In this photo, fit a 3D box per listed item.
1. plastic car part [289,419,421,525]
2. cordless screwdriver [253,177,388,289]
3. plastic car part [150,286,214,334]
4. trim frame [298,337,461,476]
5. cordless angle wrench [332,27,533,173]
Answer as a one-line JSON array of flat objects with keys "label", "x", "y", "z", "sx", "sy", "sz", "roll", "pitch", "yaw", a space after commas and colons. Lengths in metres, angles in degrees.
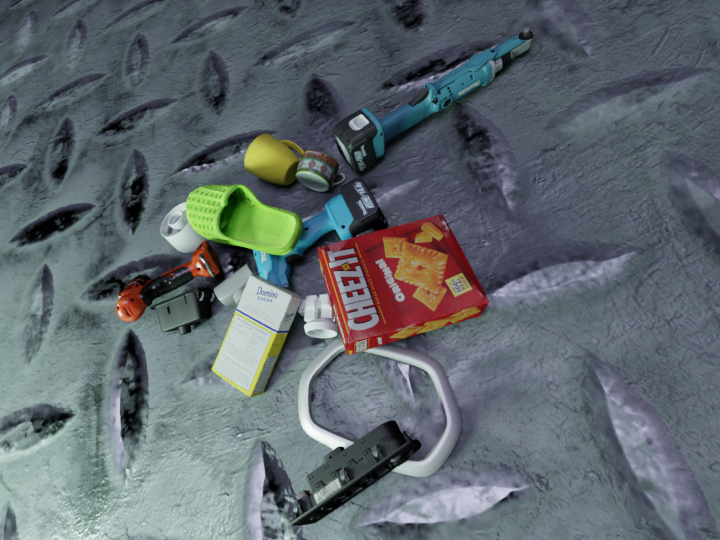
[{"label": "plastic car part", "x": -0.008, "y": 0.269, "z": 0.574, "sx": 0.204, "sy": 0.062, "sz": 0.070, "roll": -35, "pitch": 46, "yaw": 11}, {"label": "cordless screwdriver", "x": -0.074, "y": -0.048, "z": 0.754, "sx": 0.252, "sy": 0.071, "sz": 0.165, "roll": -24, "pitch": 63, "yaw": 11}, {"label": "plastic car part", "x": -0.328, "y": 0.082, "z": 0.792, "sx": 0.118, "sy": 0.064, "sz": 0.072, "roll": -23, "pitch": 76, "yaw": 10}, {"label": "trim frame", "x": 0.021, "y": 0.198, "z": 0.631, "sx": 0.258, "sy": 0.026, "sz": 0.186, "roll": 10, "pitch": 69, "yaw": 21}, {"label": "cordless angle wrench", "x": 0.148, "y": -0.335, "z": 0.807, "sx": 0.422, "sy": 0.094, "sz": 0.078, "roll": -32, "pitch": 62, "yaw": -2}]
